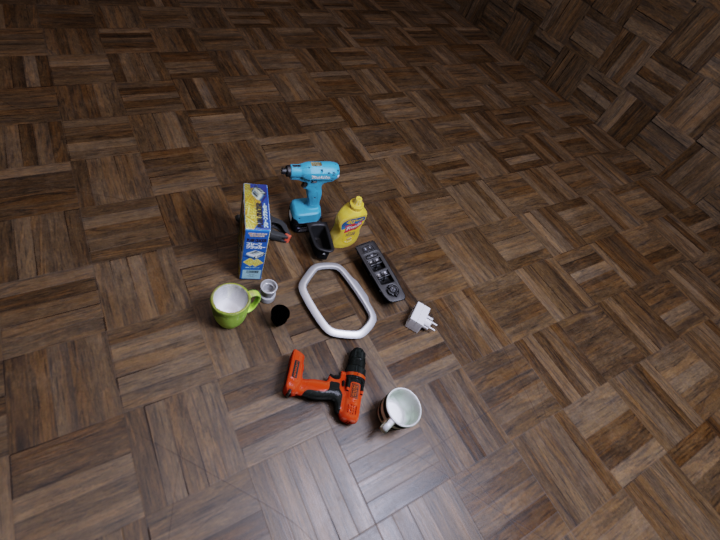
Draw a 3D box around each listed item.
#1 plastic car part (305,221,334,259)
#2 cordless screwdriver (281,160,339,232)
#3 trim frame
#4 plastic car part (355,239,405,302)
[{"bbox_3d":[-0.121,-0.079,1.239,0.064,0.070,0.121,-4,54,-21],"label":"plastic car part"},{"bbox_3d":[-0.165,-0.214,1.220,0.154,0.246,0.077,-3,56,-22],"label":"cordless screwdriver"},{"bbox_3d":[-0.062,0.079,1.157,0.179,0.027,0.259,-22,61,-29],"label":"trim frame"},{"bbox_3d":[0.052,0.013,1.216,0.064,0.066,0.212,-16,58,-28],"label":"plastic car part"}]
